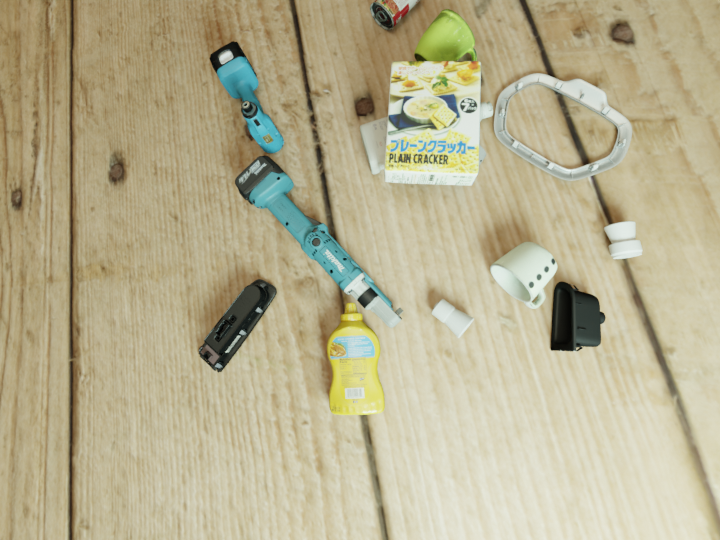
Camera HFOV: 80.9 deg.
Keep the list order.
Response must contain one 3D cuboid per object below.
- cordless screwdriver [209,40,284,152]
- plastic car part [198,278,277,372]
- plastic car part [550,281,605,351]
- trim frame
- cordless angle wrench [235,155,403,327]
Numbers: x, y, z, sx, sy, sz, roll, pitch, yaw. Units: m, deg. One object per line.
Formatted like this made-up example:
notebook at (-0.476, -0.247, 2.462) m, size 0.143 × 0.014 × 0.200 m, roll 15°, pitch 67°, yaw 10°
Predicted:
cordless screwdriver at (-0.246, -0.378, 0.892) m, size 0.075 × 0.154 × 0.257 m, roll -28°, pitch 72°, yaw 3°
plastic car part at (-0.248, 0.099, 0.831) m, size 0.069 × 0.064 × 0.203 m, roll 36°, pitch 84°, yaw 22°
plastic car part at (0.364, 0.080, 0.698) m, size 0.071 × 0.065 × 0.117 m, roll 12°, pitch 77°, yaw -2°
trim frame at (0.373, -0.275, 0.792) m, size 0.258 × 0.026 × 0.184 m, roll 41°, pitch 87°, yaw 20°
cordless angle wrench at (-0.081, -0.053, 0.824) m, size 0.098 × 0.072 × 0.436 m, roll -44°, pitch 74°, yaw 0°
